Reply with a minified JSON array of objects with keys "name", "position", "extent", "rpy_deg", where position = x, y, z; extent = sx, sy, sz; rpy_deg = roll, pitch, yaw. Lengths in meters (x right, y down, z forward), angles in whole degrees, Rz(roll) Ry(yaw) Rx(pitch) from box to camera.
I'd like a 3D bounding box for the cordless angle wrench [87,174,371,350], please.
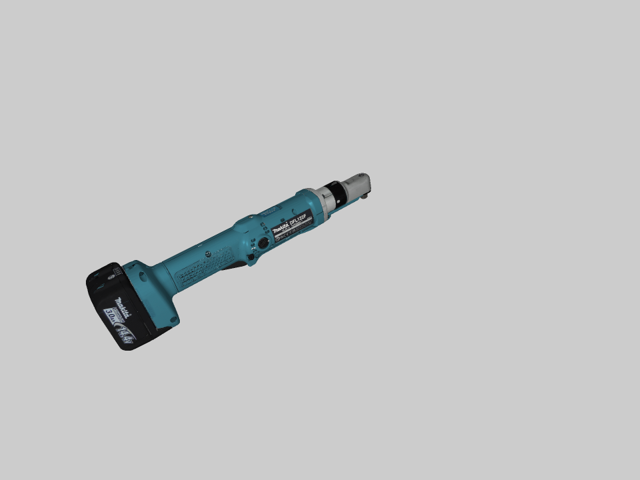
[{"name":"cordless angle wrench","position":[-0.093,-0.003,0.593],"extent":[0.422,0.098,0.074],"rpy_deg":[-29,37,-23]}]
